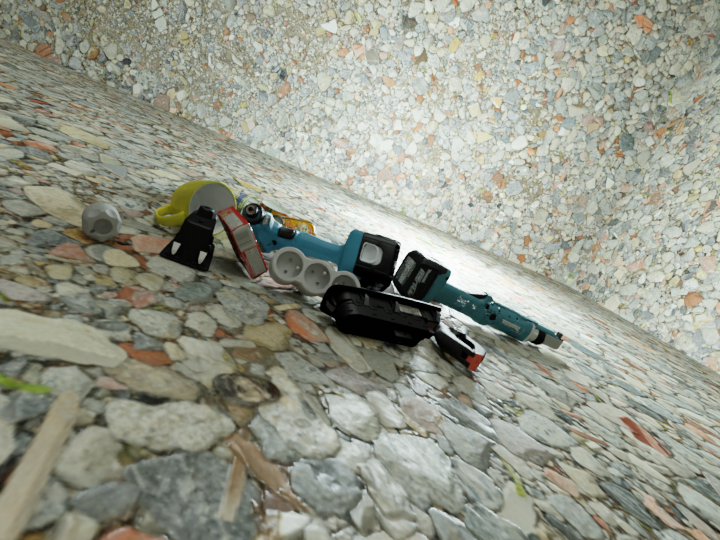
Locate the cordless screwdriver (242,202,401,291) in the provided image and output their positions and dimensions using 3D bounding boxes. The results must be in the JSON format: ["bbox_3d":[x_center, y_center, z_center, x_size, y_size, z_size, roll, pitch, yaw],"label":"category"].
[{"bbox_3d":[-0.065,-0.043,0.666,0.252,0.075,0.156,16,-14,5],"label":"cordless screwdriver"}]

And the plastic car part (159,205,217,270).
[{"bbox_3d":[-0.231,-0.056,0.603,0.064,0.070,0.120,21,17,-17],"label":"plastic car part"}]

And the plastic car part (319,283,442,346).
[{"bbox_3d":[0.032,0.072,0.605,0.194,0.067,0.069,19,40,-26],"label":"plastic car part"}]

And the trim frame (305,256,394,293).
[{"bbox_3d":[-0.038,-0.006,0.833,0.236,0.027,0.194,12,19,-35],"label":"trim frame"}]

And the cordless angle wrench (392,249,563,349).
[{"bbox_3d":[0.268,0.085,0.901,0.410,0.098,0.077,25,13,-16],"label":"cordless angle wrench"}]
